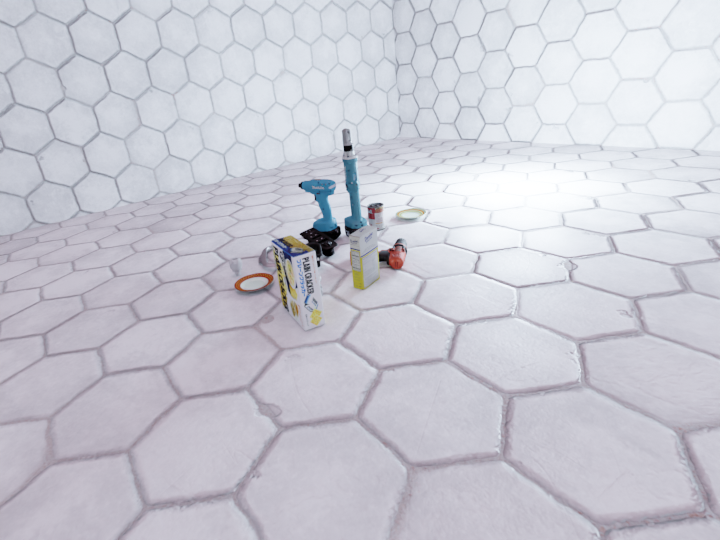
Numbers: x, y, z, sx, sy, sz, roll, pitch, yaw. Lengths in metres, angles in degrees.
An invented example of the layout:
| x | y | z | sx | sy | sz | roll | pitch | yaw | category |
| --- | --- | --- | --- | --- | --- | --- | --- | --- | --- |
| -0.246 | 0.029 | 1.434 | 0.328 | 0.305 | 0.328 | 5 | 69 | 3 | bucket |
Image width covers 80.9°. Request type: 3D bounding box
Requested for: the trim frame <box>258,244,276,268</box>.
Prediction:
| x | y | z | sx | sy | sz | roll | pitch | yaw | category |
| --- | --- | --- | --- | --- | --- | --- | --- | --- | --- |
| -0.293 | -0.060 | 1.584 | 0.182 | 0.027 | 0.258 | -12 | 25 | -8 | trim frame |

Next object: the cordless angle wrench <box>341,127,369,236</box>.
| x | y | z | sx | sy | sz | roll | pitch | yaw | category |
| --- | --- | --- | --- | --- | --- | --- | --- | --- | --- |
| -0.031 | -0.329 | 1.623 | 0.072 | 0.412 | 0.103 | -16 | 24 | -24 | cordless angle wrench |

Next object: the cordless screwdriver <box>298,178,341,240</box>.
| x | y | z | sx | sy | sz | roll | pitch | yaw | category |
| --- | --- | --- | --- | --- | --- | --- | --- | --- | --- |
| -0.163 | -0.239 | 1.671 | 0.167 | 0.242 | 0.073 | 8 | 26 | 30 | cordless screwdriver |

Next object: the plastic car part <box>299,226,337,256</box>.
| x | y | z | sx | sy | sz | roll | pitch | yaw | category |
| --- | --- | --- | --- | --- | --- | --- | --- | --- | --- |
| -0.155 | -0.101 | 1.584 | 0.064 | 0.065 | 0.214 | -20 | 27 | -27 | plastic car part |

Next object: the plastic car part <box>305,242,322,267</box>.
| x | y | z | sx | sy | sz | roll | pitch | yaw | category |
| --- | --- | --- | --- | --- | --- | --- | --- | --- | --- |
| -0.162 | -0.045 | 1.462 | 0.066 | 0.069 | 0.120 | -8 | 24 | -2 | plastic car part |
